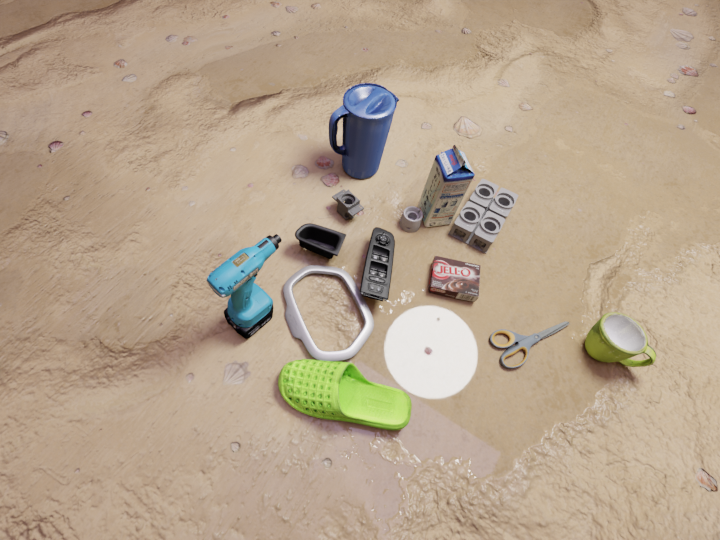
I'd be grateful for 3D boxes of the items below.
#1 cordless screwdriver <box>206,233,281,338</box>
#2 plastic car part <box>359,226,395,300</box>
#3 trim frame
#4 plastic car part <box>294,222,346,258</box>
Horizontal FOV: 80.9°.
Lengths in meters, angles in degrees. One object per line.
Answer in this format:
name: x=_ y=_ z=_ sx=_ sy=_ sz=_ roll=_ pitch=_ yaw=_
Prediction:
cordless screwdriver: x=-0.221 y=0.033 z=0.871 sx=0.077 sy=0.243 sz=0.157 roll=40 pitch=63 yaw=16
plastic car part: x=0.042 y=-0.012 z=1.012 sx=0.067 sy=0.065 sz=0.206 roll=10 pitch=58 yaw=2
trim frame: x=-0.079 y=0.090 z=0.967 sx=0.181 sy=0.027 sz=0.259 roll=-21 pitch=61 yaw=-14
plastic car part: x=-0.102 y=-0.066 z=1.040 sx=0.119 sy=0.069 sz=0.066 roll=19 pitch=59 yaw=8
